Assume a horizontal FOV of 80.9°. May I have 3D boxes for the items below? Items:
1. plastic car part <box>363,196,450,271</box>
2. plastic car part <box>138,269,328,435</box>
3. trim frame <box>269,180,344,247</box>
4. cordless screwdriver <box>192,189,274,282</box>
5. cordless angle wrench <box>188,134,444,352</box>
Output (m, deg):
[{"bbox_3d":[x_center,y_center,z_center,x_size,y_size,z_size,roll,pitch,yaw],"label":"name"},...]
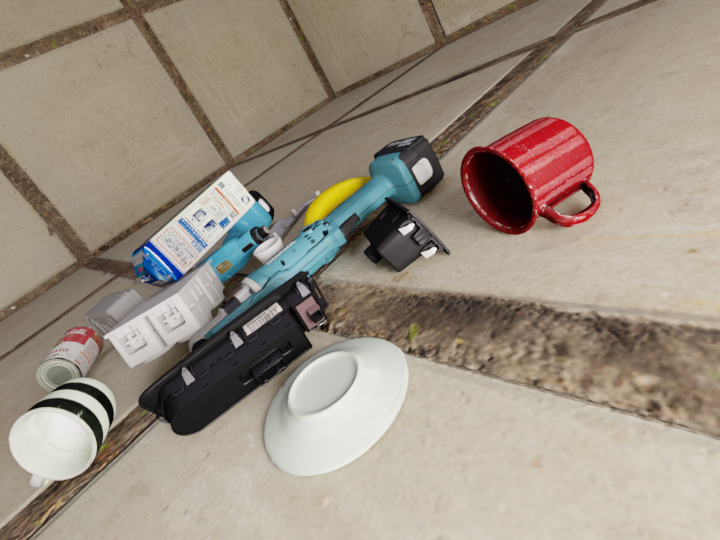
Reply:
[{"bbox_3d":[0.037,-0.036,0.481,0.071,0.064,0.120,-45,20,3],"label":"plastic car part"},{"bbox_3d":[-0.113,0.090,0.413,0.201,0.063,0.071,-33,48,-8],"label":"plastic car part"},{"bbox_3d":[-0.087,-0.104,0.780,0.190,0.026,0.250,-18,29,28],"label":"trim frame"},{"bbox_3d":[-0.215,-0.078,0.798,0.161,0.071,0.255,-34,25,19],"label":"cordless screwdriver"},{"bbox_3d":[-0.056,-0.036,0.571,0.419,0.071,0.103,-43,26,-20],"label":"cordless angle wrench"}]
